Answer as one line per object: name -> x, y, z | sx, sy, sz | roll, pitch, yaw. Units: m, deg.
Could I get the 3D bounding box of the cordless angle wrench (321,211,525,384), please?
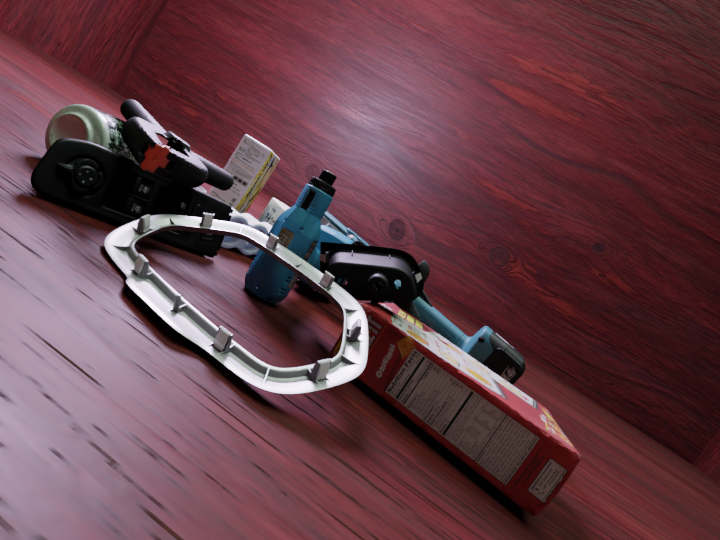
cordless angle wrench -> 0.055, 0.029, 0.680 | 0.440, 0.098, 0.071 | 42, 8, 21

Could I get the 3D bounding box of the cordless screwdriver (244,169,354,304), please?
cordless screwdriver -> -0.056, -0.036, 0.570 | 0.076, 0.159, 0.242 | 30, 3, 11

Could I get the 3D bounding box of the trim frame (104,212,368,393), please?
trim frame -> -0.100, 0.009, 0.359 | 0.259, 0.027, 0.178 | 35, 29, 23

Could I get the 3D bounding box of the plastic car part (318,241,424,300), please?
plastic car part -> 0.010, 0.009, 0.443 | 0.118, 0.065, 0.070 | 4, 10, 8

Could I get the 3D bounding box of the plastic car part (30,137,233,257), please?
plastic car part -> -0.232, -0.077, 0.444 | 0.071, 0.066, 0.192 | 24, 0, 35
